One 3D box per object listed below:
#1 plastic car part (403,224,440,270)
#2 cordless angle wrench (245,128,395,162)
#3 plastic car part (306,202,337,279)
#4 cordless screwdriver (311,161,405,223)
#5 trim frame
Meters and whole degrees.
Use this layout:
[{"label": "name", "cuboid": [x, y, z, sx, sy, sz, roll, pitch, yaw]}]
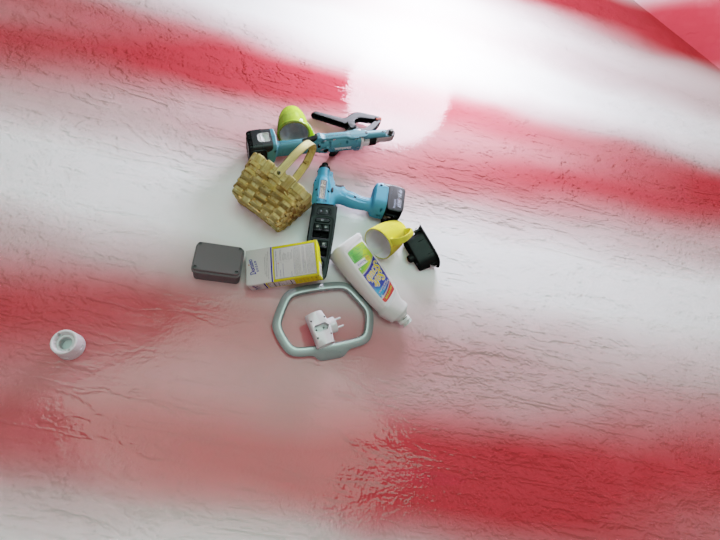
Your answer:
[{"label": "plastic car part", "cuboid": [0.155, -0.050, 1.125, 0.070, 0.065, 0.120, -23, 74, -7]}, {"label": "cordless angle wrench", "cuboid": [-0.104, -0.357, 1.183, 0.415, 0.097, 0.076, -10, 69, -13]}, {"label": "plastic car part", "cuboid": [-0.104, -0.068, 1.068, 0.066, 0.066, 0.207, 8, 66, -5]}, {"label": "cordless screwdriver", "cuboid": [-0.007, -0.215, 1.162, 0.247, 0.073, 0.163, 8, 63, -4]}, {"label": "trim frame", "cuboid": [-0.087, 0.118, 1.005, 0.242, 0.027, 0.190, -8, 65, -17]}]
